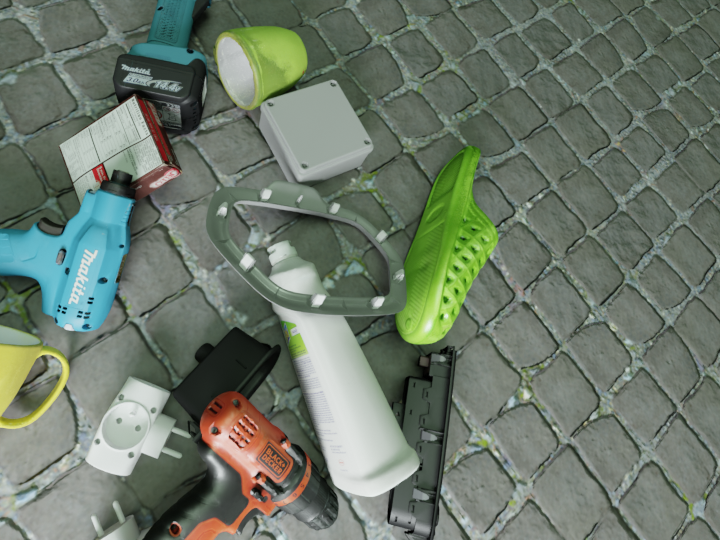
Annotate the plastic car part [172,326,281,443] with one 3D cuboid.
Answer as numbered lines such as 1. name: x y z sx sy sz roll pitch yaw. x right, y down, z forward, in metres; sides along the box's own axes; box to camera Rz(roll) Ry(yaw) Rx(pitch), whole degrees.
1. plastic car part: -0.143 0.108 0.431 0.073 0.065 0.116 31 64 10

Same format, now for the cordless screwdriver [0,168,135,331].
1. cordless screwdriver: -0.347 -0.050 0.399 0.244 0.076 0.159 17 92 -11

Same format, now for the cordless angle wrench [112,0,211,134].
1. cordless angle wrench: -0.231 -0.382 0.563 0.096 0.074 0.431 7 69 -14

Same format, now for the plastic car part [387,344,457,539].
1. plastic car part: 0.063 0.182 0.451 0.067 0.065 0.206 8 71 -3

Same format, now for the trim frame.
1. trim frame: -0.044 -0.029 0.451 0.237 0.027 0.193 5 43 -36
